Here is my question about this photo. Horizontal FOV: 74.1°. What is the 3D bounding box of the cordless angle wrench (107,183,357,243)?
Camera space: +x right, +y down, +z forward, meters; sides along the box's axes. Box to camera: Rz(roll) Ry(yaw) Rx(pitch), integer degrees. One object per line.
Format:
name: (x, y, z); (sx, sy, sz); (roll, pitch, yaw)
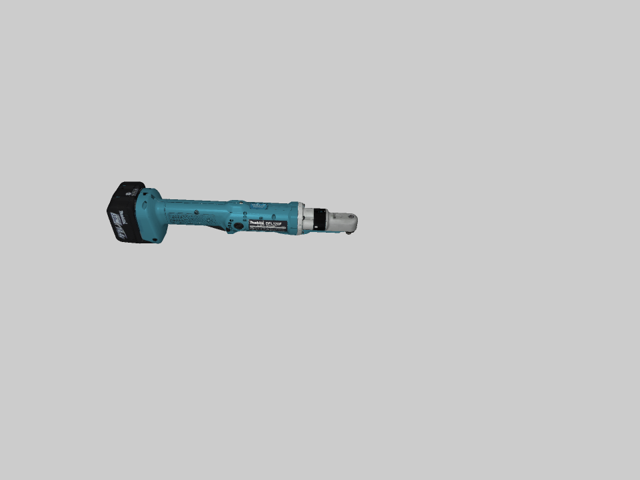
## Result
cordless angle wrench: (-0.144, -0.041, 0.753); (0.423, 0.098, 0.074); (2, 44, -3)
